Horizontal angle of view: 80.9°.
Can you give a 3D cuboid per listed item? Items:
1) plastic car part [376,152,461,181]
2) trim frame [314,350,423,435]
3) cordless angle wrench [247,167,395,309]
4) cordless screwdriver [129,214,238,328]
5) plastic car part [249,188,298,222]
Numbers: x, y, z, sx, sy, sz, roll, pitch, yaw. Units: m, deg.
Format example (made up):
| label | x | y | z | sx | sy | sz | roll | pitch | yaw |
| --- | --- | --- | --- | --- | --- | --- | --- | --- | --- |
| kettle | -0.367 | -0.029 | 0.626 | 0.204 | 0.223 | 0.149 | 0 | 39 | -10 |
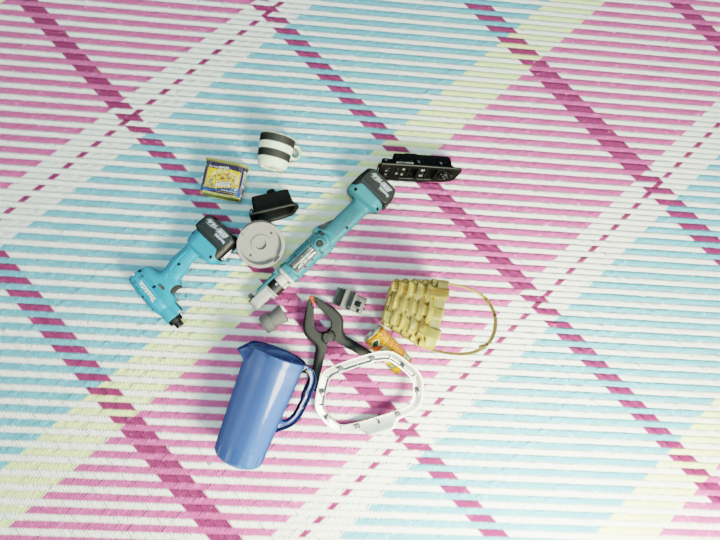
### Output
| label | x | y | z | sx | sy | sz | roll | pitch | yaw |
| --- | --- | --- | --- | --- | --- | --- | --- | --- | --- |
| plastic car part | 0.140 | -0.252 | 1.034 | 0.202 | 0.065 | 0.069 | 6 | 58 | -2 |
| trim frame | 0.018 | 0.277 | 0.938 | 0.249 | 0.028 | 0.181 | -18 | 100 | 3 |
| cordless angle wrench | -0.097 | -0.063 | 0.988 | 0.422 | 0.074 | 0.098 | -45 | 89 | -5 |
| cordless screwdriver | -0.383 | 0.001 | 0.962 | 0.248 | 0.074 | 0.160 | -41 | 88 | -4 |
| plastic car part | -0.212 | -0.158 | 1.003 | 0.115 | 0.065 | 0.073 | -19 | 72 | -10 |
